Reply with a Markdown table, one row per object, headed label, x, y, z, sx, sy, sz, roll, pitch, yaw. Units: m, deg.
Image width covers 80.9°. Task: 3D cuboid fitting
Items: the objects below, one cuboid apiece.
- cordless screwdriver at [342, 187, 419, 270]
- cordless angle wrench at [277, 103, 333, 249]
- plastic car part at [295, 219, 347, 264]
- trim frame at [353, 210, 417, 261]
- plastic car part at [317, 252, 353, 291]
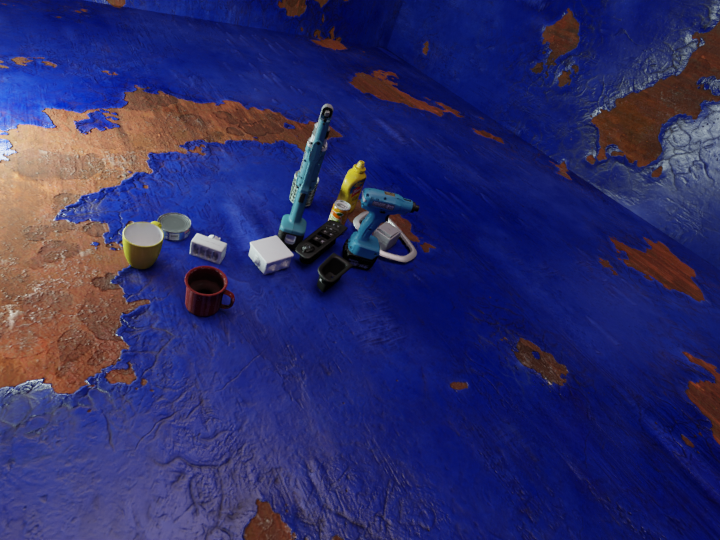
| label | x | y | z | sx | sy | sz | roll | pitch | yaw |
| --- | --- | --- | --- | --- | --- | --- | --- | --- | --- |
| cordless screwdriver | 0.049 | -0.112 | 1.189 | 0.156 | 0.246 | 0.077 | 13 | 39 | -13 |
| cordless angle wrench | -0.143 | -0.239 | 1.122 | 0.073 | 0.418 | 0.101 | 16 | 39 | -11 |
| plastic car part | -0.120 | -0.078 | 1.222 | 0.068 | 0.066 | 0.199 | 32 | 40 | 13 |
| trim frame | 0.080 | -0.113 | 1.381 | 0.177 | 0.027 | 0.262 | -10 | 47 | -32 |
| plastic car part | -0.082 | 0.015 | 1.123 | 0.068 | 0.070 | 0.115 | 31 | 39 | 11 |
